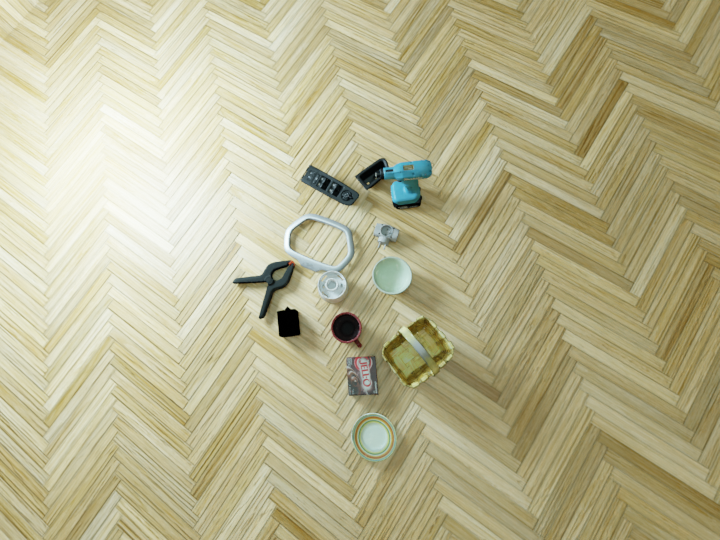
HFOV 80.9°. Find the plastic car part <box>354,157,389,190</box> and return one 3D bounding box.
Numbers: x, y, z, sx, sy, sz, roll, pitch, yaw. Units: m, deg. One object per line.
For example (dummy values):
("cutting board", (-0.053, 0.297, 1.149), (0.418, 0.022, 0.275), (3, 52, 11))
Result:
("plastic car part", (0.047, -0.319, 1.430), (0.116, 0.069, 0.068), (-37, 77, -5))

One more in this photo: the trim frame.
("trim frame", (-0.138, -0.090, 1.412), (0.254, 0.027, 0.185), (21, 78, 12))

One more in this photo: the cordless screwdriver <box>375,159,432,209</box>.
("cordless screwdriver", (0.126, -0.265, 1.316), (0.160, 0.243, 0.075), (-5, 77, 2))

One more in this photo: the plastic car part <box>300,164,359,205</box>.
("plastic car part", (-0.101, -0.278, 1.438), (0.208, 0.065, 0.066), (30, 80, 13))
